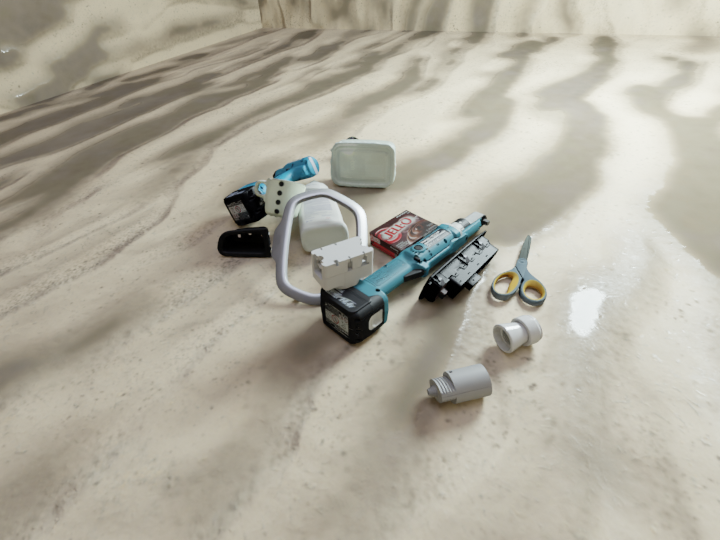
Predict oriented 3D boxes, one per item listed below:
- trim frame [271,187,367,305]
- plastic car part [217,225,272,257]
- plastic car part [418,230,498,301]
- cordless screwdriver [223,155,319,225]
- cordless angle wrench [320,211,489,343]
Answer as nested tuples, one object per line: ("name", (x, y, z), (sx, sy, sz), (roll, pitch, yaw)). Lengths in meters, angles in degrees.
("trim frame", (-0.079, -0.052, 0.811), (0.185, 0.027, 0.254), (1, 67, 3))
("plastic car part", (-0.241, -0.068, 0.906), (0.119, 0.064, 0.071), (0, 23, 12))
("plastic car part", (0.188, -0.007, 0.761), (0.070, 0.064, 0.199), (31, 51, 24))
("cordless screwdriver", (-0.228, -0.202, 1.043), (0.167, 0.072, 0.245), (-2, 33, 43))
("cordless angle wrench", (0.106, -0.019, 0.784), (0.413, 0.072, 0.103), (-33, 46, -32))
